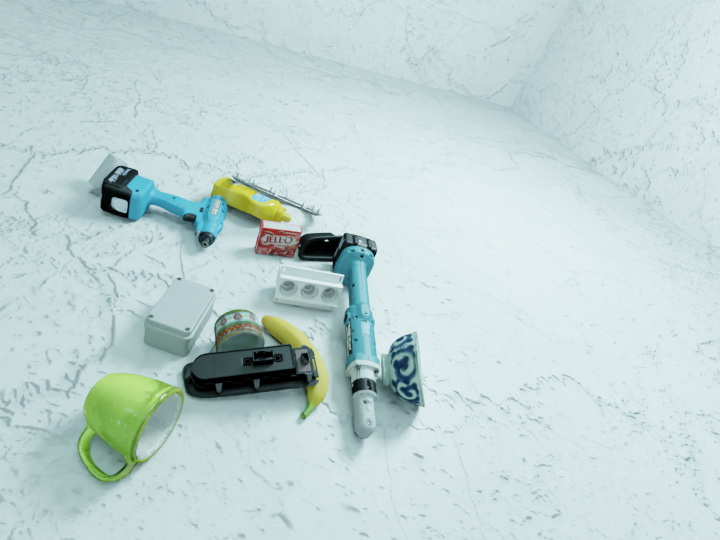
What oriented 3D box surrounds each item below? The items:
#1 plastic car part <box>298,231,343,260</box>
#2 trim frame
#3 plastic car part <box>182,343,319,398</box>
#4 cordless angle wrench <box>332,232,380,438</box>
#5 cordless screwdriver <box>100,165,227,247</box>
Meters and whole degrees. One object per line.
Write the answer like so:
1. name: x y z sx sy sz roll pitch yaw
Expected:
1. plastic car part: -0.095 -0.062 0.970 0.113 0.065 0.074 0 26 -22
2. trim frame: -0.197 -0.183 1.024 0.237 0.027 0.193 18 8 -30
3. plastic car part: -0.164 0.146 0.631 0.200 0.065 0.069 -6 58 -11
4. cordless angle wrench: -0.003 0.094 0.778 0.072 0.097 0.437 15 39 -17
5. cordless screwdriver: -0.411 -0.128 0.888 0.242 0.074 0.165 14 36 -15
